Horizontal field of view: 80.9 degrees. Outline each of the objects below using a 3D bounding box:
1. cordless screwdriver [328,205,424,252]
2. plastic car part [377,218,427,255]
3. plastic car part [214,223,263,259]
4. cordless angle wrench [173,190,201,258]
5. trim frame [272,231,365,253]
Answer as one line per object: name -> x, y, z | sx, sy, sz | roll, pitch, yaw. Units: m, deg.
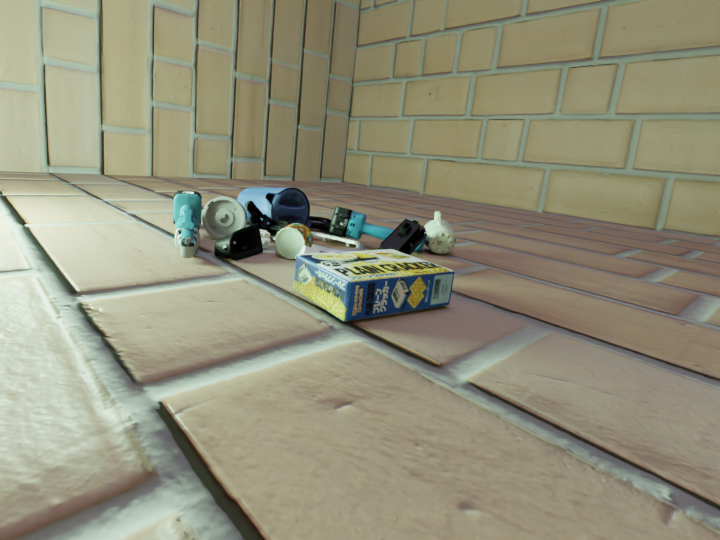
cordless screwdriver -> 0.047, -0.104, 1.131 | 0.255, 0.074, 0.156 | 17, 6, 12
plastic car part -> 0.091, -0.065, 0.946 | 0.068, 0.066, 0.200 | 30, 46, 14
plastic car part -> -0.273, -0.058, 0.916 | 0.074, 0.065, 0.113 | -5, 12, 27
cordless angle wrench -> -0.411, -0.107, 1.004 | 0.072, 0.096, 0.443 | 0, 19, -22
trim frame -> -0.104, -0.068, 1.059 | 0.261, 0.027, 0.177 | 16, 17, 30
